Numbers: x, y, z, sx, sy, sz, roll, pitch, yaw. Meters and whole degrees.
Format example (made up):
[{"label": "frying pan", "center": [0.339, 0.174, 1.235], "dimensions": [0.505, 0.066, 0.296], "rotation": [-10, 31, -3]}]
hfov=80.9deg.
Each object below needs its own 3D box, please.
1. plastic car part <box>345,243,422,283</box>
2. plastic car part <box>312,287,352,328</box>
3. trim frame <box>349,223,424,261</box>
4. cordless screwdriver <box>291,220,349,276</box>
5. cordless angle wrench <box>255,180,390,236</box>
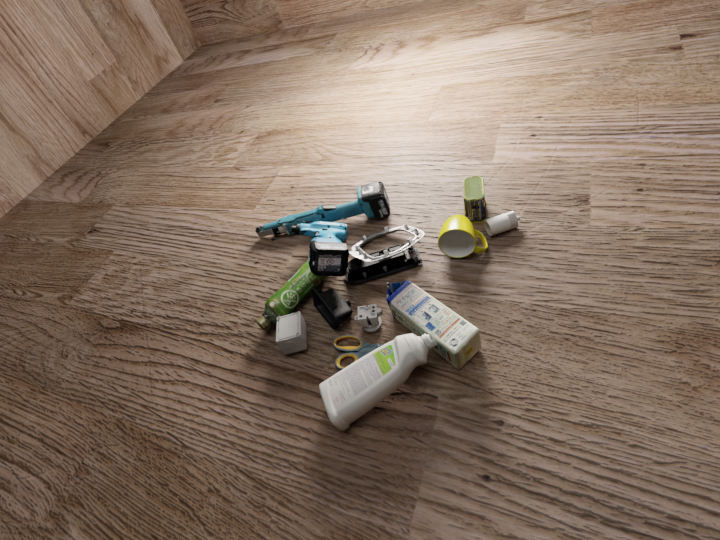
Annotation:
[{"label": "plastic car part", "center": [0.051, -0.020, 1.092], "dimensions": [0.205, 0.064, 0.069], "rotation": [-20, 51, 7]}, {"label": "plastic car part", "center": [-0.062, 0.088, 1.042], "dimensions": [0.069, 0.064, 0.123], "rotation": [-26, 46, -24]}, {"label": "trim frame", "center": [0.060, -0.073, 1.086], "dimensions": [0.183, 0.027, 0.256], "rotation": [-26, 19, -4]}, {"label": "cordless screwdriver", "center": [-0.110, -0.072, 1.125], "dimensions": [0.158, 0.073, 0.255], "rotation": [3, 25, -5]}, {"label": "cordless angle wrench", "center": [-0.126, -0.164, 1.283], "dimensions": [0.432, 0.093, 0.076], "rotation": [-13, 45, 17]}]
